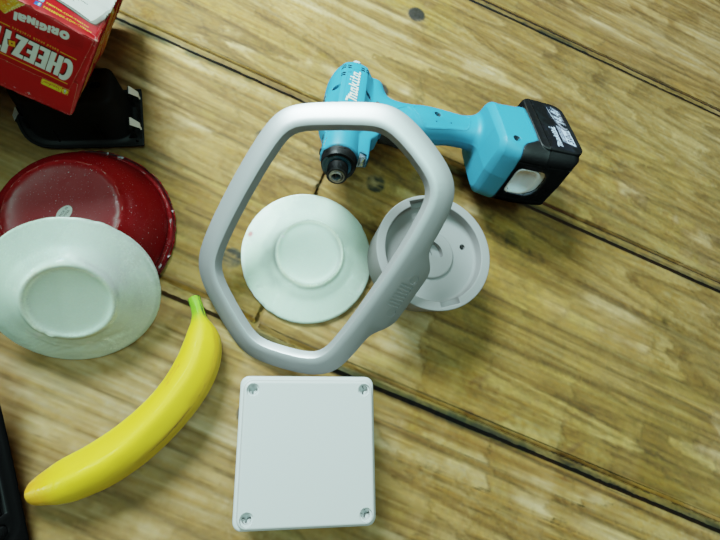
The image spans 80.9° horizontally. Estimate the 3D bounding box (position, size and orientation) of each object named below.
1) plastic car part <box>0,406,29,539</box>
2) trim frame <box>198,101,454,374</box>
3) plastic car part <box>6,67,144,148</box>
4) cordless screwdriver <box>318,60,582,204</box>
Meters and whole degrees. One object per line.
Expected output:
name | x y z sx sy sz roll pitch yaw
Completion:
plastic car part | -0.290 0.138 0.296 0.069 0.064 0.202 -6 93 26
trim frame | -0.035 -0.023 0.358 0.186 0.027 0.248 33 103 4
plastic car part | -0.268 -0.156 0.391 0.114 0.071 0.067 -6 75 -16
cordless screwdriver | 0.081 -0.122 0.418 0.247 0.073 0.163 12 52 -5
